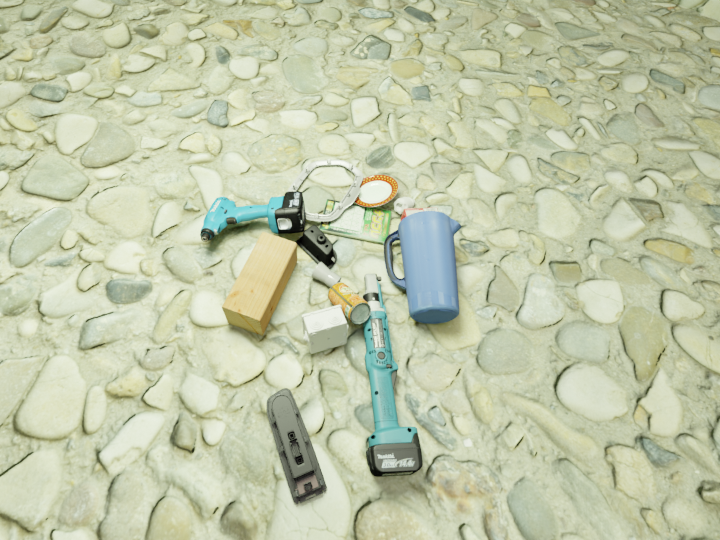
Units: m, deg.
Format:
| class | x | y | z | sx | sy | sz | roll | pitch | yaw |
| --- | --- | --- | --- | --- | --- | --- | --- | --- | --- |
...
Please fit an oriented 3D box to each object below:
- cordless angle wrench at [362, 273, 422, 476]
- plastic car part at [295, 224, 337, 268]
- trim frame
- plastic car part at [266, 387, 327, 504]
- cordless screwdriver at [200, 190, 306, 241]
| class | x | y | z | sx | sy | sz | roll | pitch | yaw |
| --- | --- | --- | --- | --- | --- | --- | --- | --- | --- |
| cordless angle wrench | 0.042 | 0.190 | 0.890 | 0.097 | 0.072 | 0.437 | -3 | 56 | -6 |
| plastic car part | -0.102 | -0.066 | 1.040 | 0.065 | 0.069 | 0.122 | -36 | 64 | -21 |
| trim frame | -0.093 | -0.227 | 1.153 | 0.189 | 0.027 | 0.248 | 22 | 55 | 14 |
| plastic car part | -0.131 | 0.324 | 0.807 | 0.066 | 0.065 | 0.212 | -22 | 59 | -9 |
| cordless screwdriver | -0.262 | -0.125 | 1.032 | 0.252 | 0.071 | 0.163 | -1 | 39 | 8 |
